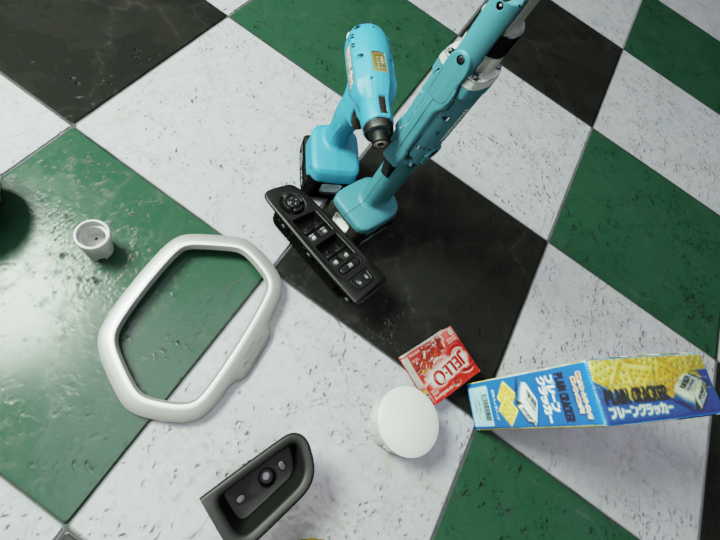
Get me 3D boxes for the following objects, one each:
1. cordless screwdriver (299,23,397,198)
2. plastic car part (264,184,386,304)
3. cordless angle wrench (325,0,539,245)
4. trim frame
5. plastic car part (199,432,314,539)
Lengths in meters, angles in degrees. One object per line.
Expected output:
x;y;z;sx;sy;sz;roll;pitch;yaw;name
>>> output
-0.020;-0.172;0.563;0.072;0.250;0.163;3;68;-20;cordless screwdriver
-0.058;-0.038;0.593;0.065;0.067;0.206;-35;80;-28;plastic car part
0.063;-0.149;0.477;0.096;0.424;0.075;-33;84;-28;cordless angle wrench
-0.204;0.060;0.529;0.184;0.027;0.249;29;62;-2;trim frame
-0.104;0.230;0.455;0.114;0.071;0.067;-33;81;-27;plastic car part
